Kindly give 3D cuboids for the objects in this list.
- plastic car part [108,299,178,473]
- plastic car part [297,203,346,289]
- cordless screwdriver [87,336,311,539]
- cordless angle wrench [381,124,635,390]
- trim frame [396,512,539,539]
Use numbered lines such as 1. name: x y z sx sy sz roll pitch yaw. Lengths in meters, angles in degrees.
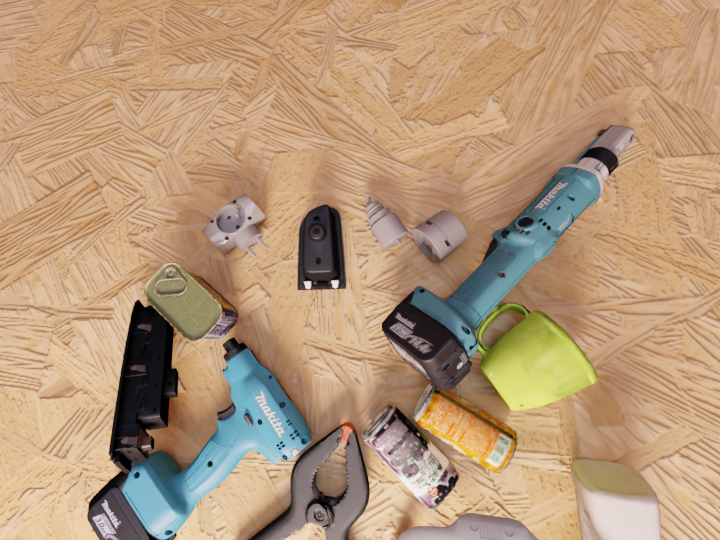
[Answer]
1. plastic car part: -0.254 0.121 0.506 0.066 0.064 0.212 -14 53 -8
2. plastic car part: -0.054 -0.035 0.552 0.066 0.070 0.118 -2 81 1
3. cordless screwdriver: -0.200 0.210 0.510 0.247 0.073 0.163 -36 77 -8
4. cordless angle wrench: 0.206 -0.041 0.522 0.421 0.070 0.104 -44 41 -10
5. trim frame: 0.145 0.349 0.423 0.258 0.026 0.186 -10 81 29
